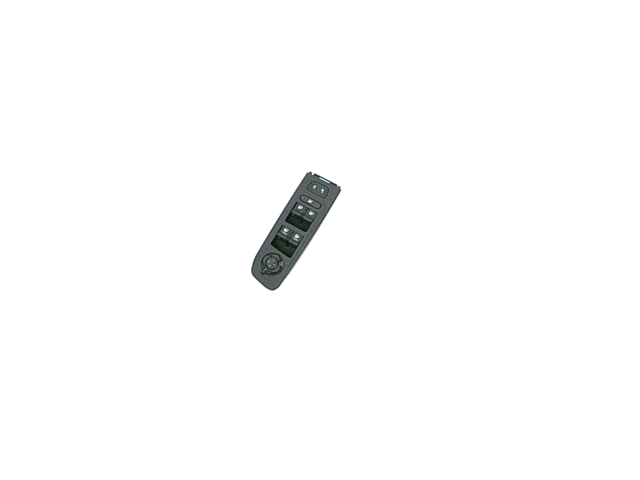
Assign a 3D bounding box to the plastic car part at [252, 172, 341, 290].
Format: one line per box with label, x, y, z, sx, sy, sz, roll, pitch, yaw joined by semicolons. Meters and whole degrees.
plastic car part;-0.044;-0.011;0.706;0.066;0.202;0.067;30;-14;3
